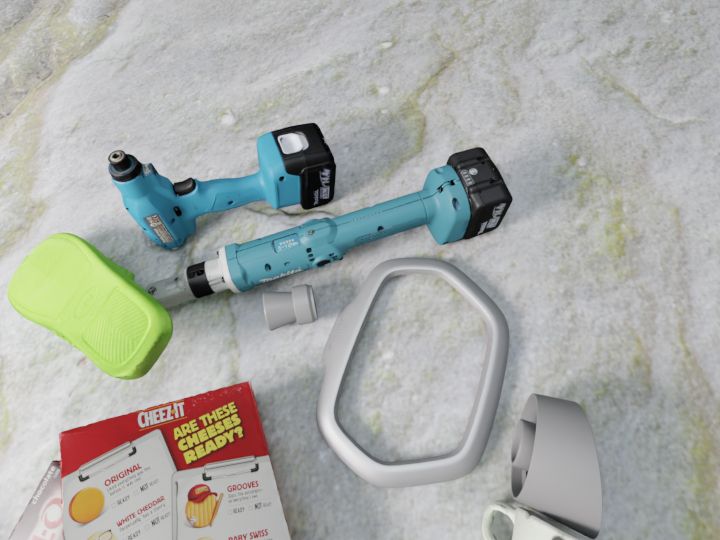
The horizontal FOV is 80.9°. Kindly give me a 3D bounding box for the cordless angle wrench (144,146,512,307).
[{"bbox_3d":[-0.048,-0.031,0.492,0.423,0.095,0.077,-17,67,0],"label":"cordless angle wrench"}]

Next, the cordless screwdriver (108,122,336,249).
[{"bbox_3d":[-0.157,-0.113,0.507,0.247,0.154,0.077,-19,64,-7],"label":"cordless screwdriver"}]

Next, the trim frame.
[{"bbox_3d":[0.053,0.094,0.448,0.189,0.027,0.250,17,67,13],"label":"trim frame"}]
